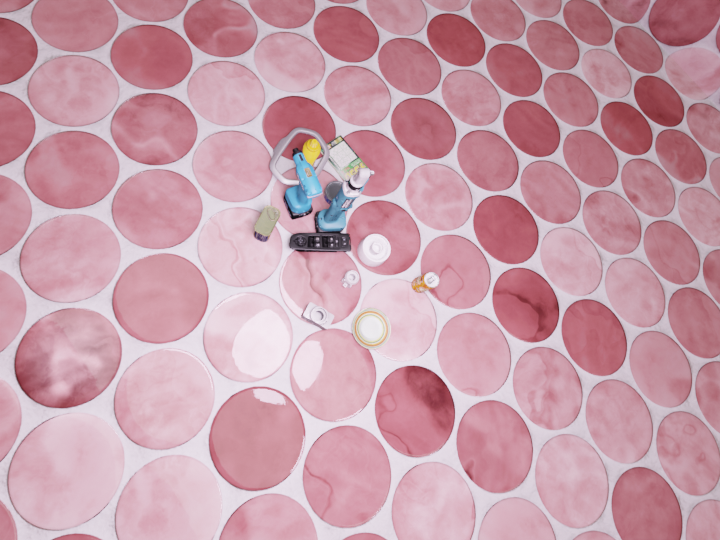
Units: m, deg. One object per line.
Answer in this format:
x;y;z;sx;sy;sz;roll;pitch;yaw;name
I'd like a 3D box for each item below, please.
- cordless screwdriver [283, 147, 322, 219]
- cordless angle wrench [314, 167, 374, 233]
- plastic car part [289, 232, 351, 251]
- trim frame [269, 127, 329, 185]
-0.193;-0.268;1.338;0.073;0.250;0.161;-20;82;-21;cordless screwdriver
-0.052;-0.202;1.256;0.095;0.426;0.075;-2;78;-18;cordless angle wrench
-0.136;-0.089;1.394;0.199;0.067;0.067;2;75;-12;plastic car part
-0.215;-0.401;1.492;0.183;0.027;0.249;29;70;-3;trim frame
